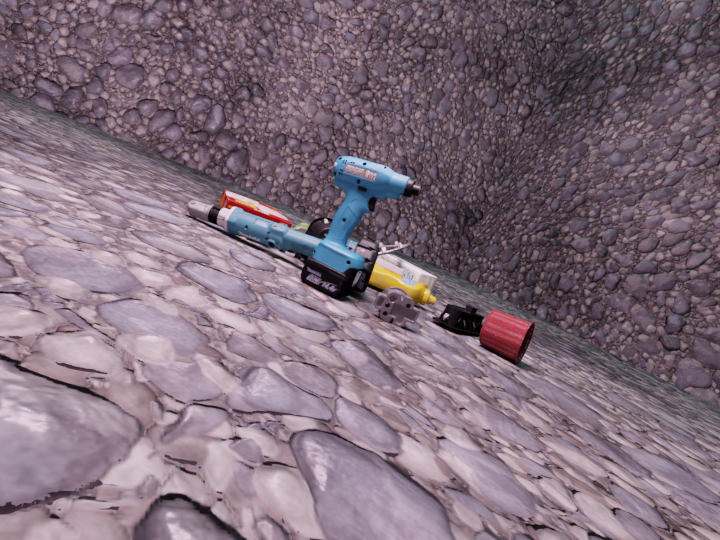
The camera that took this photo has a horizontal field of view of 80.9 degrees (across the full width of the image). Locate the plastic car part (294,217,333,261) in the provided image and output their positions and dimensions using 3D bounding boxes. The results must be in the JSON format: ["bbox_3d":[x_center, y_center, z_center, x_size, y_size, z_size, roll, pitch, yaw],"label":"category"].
[{"bbox_3d":[-0.093,-0.061,0.955,0.063,0.116,0.074,21,13,-23],"label":"plastic car part"}]

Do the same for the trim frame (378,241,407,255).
[{"bbox_3d":[0.024,-0.059,1.239,0.178,0.027,0.259,-17,11,-31],"label":"trim frame"}]

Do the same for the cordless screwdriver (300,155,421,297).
[{"bbox_3d":[-0.002,-0.071,0.761,0.165,0.248,0.072,21,5,18],"label":"cordless screwdriver"}]

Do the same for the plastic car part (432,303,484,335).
[{"bbox_3d":[0.238,0.112,0.969,0.192,0.067,0.070,11,21,-50],"label":"plastic car part"}]

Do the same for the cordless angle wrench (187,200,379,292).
[{"bbox_3d":[-0.175,-0.071,0.890,0.430,0.075,0.095,20,-38,9],"label":"cordless angle wrench"}]
